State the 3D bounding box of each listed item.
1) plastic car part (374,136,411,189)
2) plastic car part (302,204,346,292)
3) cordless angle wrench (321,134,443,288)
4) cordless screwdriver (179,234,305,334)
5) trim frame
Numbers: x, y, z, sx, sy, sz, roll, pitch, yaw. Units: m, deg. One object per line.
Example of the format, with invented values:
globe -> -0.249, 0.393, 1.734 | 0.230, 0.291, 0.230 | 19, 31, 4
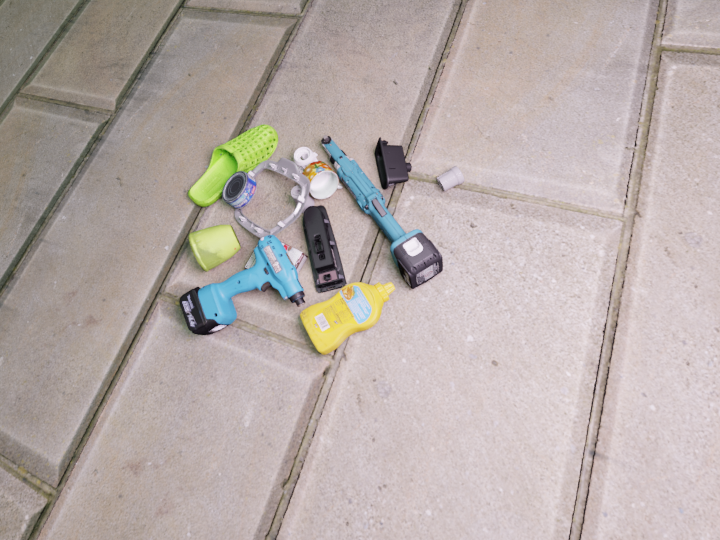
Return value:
plastic car part -> 0.077, -0.235, 0.949 | 0.070, 0.065, 0.120 | -9, 69, -8
plastic car part -> -0.089, -0.058, 0.912 | 0.067, 0.064, 0.210 | -20, 62, 11
cordless angle wrench -> 0.022, -0.153, 0.914 | 0.074, 0.094, 0.443 | -32, 61, -3
cordless screwdriver -> -0.239, 0.055, 0.871 | 0.250, 0.071, 0.164 | -33, 72, 8
trim frame -> -0.209, -0.171, 0.961 | 0.263, 0.026, 0.184 | 33, 89, 43
